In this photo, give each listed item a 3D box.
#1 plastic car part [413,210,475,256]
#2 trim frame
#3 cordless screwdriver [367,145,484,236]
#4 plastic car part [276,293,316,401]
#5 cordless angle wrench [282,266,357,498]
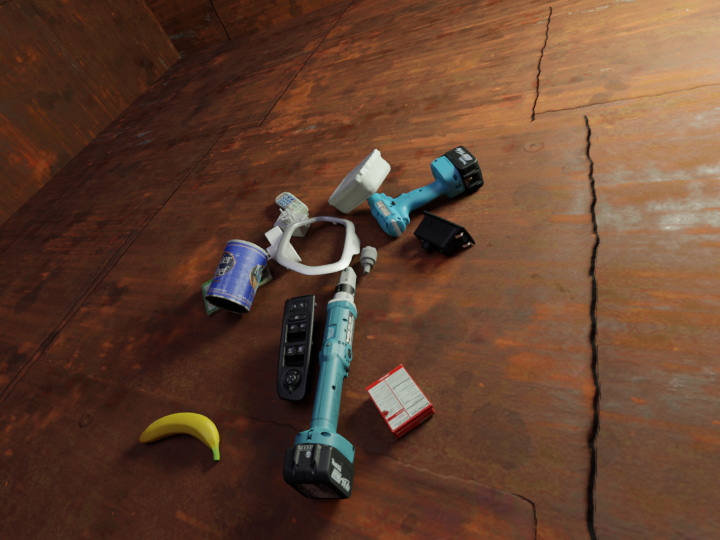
[{"bbox_3d":[0.156,-0.067,0.852,0.071,0.062,0.123,-54,43,-5],"label":"plastic car part"},{"bbox_3d":[-0.094,-0.061,0.958,0.186,0.027,0.254,-1,33,5],"label":"trim frame"},{"bbox_3d":[0.137,-0.189,0.963,0.250,0.070,0.167,-32,41,4],"label":"cordless screwdriver"},{"bbox_3d":[-0.115,0.148,0.789,0.068,0.064,0.209,-8,51,12],"label":"plastic car part"},{"bbox_3d":[-0.043,0.151,0.736,0.076,0.093,0.433,-15,42,20],"label":"cordless angle wrench"}]
